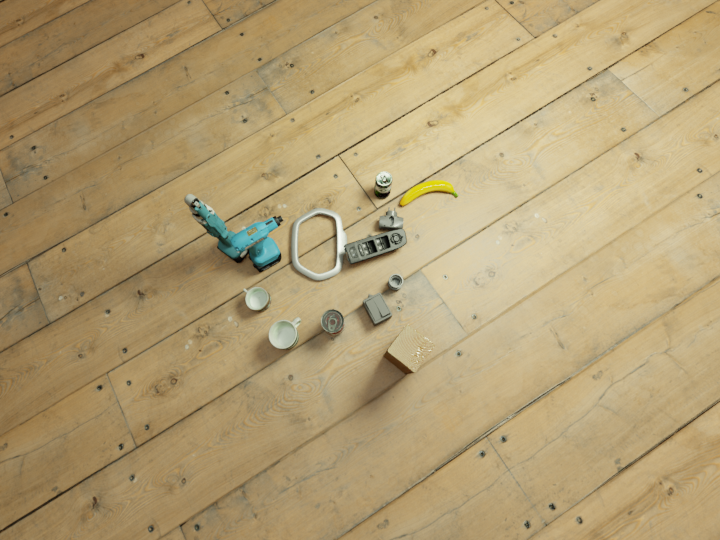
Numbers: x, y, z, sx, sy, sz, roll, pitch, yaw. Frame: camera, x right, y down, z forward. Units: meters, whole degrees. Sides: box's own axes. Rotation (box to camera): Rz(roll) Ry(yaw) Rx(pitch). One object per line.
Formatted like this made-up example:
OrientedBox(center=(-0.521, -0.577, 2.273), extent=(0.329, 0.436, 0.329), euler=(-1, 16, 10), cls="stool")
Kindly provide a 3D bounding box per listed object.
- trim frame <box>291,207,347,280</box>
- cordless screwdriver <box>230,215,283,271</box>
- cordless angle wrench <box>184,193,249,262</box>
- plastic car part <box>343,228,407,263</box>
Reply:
OrientedBox(center=(-0.136, -0.089, 1.390), extent=(0.185, 0.027, 0.253), euler=(-3, 72, 4), cls="trim frame")
OrientedBox(center=(-0.290, -0.084, 1.289), extent=(0.158, 0.243, 0.076), euler=(-31, 77, -7), cls="cordless screwdriver")
OrientedBox(center=(-0.418, -0.124, 1.224), extent=(0.100, 0.414, 0.074), euler=(35, 78, 9), cls="cordless angle wrench")
OrientedBox(center=(0.051, -0.075, 1.348), extent=(0.203, 0.065, 0.068), euler=(-19, 74, -1), cls="plastic car part")
